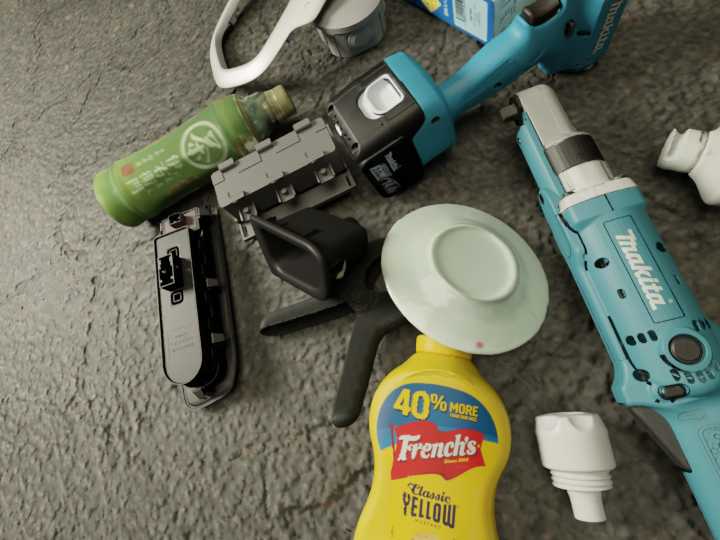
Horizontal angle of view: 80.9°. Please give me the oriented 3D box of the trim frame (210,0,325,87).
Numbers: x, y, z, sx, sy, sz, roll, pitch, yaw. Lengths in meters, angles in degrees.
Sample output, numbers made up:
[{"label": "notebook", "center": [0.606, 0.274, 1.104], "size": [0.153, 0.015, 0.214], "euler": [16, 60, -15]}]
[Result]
[{"label": "trim frame", "center": [-0.098, -0.318, 0.483], "size": [0.195, 0.026, 0.248], "euler": [34, 94, 42]}]

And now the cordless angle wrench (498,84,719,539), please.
[{"label": "cordless angle wrench", "center": [0.189, 0.053, 0.263], "size": [0.099, 0.071, 0.435], "euler": [-19, 69, 10]}]

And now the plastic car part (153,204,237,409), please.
[{"label": "plastic car part", "center": [-0.162, 0.024, 0.405], "size": [0.067, 0.065, 0.209], "euler": [-17, 70, 3]}]

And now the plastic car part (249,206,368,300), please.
[{"label": "plastic car part", "center": [-0.036, -0.023, 0.363], "size": [0.070, 0.063, 0.123], "euler": [-35, 32, -26]}]

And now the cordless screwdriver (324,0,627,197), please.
[{"label": "cordless screwdriver", "center": [0.092, -0.169, 0.334], "size": [0.250, 0.152, 0.077], "euler": [-30, 70, 7]}]
